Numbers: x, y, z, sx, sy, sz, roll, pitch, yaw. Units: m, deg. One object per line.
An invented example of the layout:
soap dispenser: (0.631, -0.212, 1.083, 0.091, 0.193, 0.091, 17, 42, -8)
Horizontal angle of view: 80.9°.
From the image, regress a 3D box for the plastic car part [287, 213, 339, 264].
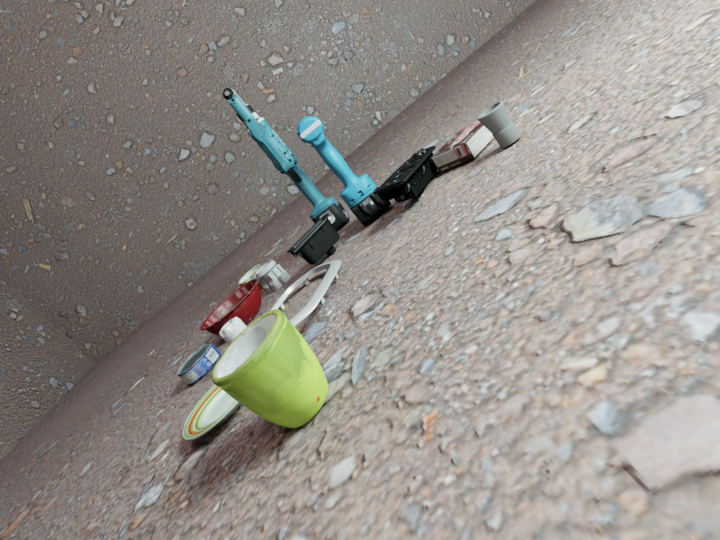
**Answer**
plastic car part: (-0.086, -0.056, 0.878, 0.116, 0.069, 0.068, -44, 14, -13)

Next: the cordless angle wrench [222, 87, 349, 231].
cordless angle wrench: (-0.185, -0.266, 1.026, 0.075, 0.414, 0.099, -38, 12, 11)

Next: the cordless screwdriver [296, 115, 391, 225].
cordless screwdriver: (-0.044, -0.216, 0.896, 0.074, 0.243, 0.162, -39, 13, 5)

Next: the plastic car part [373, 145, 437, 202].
plastic car part: (0.102, -0.179, 0.797, 0.068, 0.065, 0.202, -27, 21, 42)

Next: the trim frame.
trim frame: (-0.112, 0.059, 0.717, 0.188, 0.027, 0.250, -31, 19, 29)
